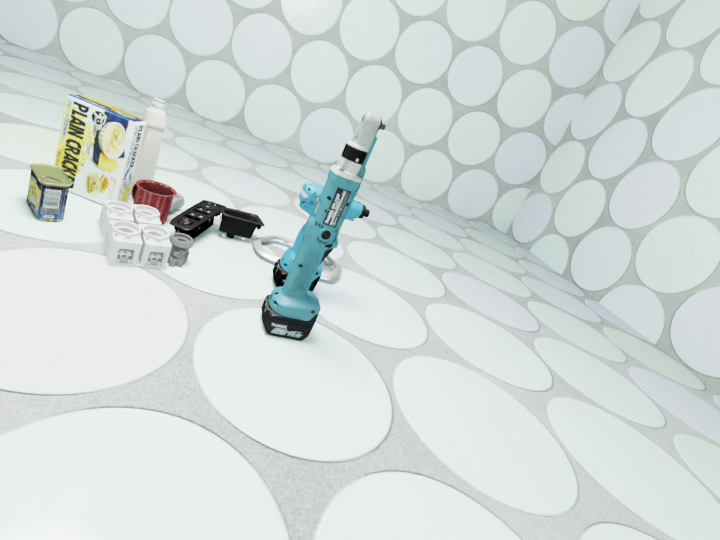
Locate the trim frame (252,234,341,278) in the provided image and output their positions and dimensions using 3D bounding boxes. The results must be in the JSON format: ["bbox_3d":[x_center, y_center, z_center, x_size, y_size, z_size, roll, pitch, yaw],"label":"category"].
[{"bbox_3d":[-0.167,-0.037,1.119,0.245,0.027,0.188,19,20,-10],"label":"trim frame"}]

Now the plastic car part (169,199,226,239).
[{"bbox_3d":[-0.397,-0.118,1.021,0.066,0.066,0.204,23,20,-4],"label":"plastic car part"}]

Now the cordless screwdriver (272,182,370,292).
[{"bbox_3d":[-0.092,-0.060,0.938,0.153,0.247,0.078,16,21,-22],"label":"cordless screwdriver"}]

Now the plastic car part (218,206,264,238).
[{"bbox_3d":[-0.319,-0.116,1.094,0.111,0.070,0.070,9,25,-36],"label":"plastic car part"}]

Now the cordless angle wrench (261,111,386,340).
[{"bbox_3d":[-0.065,-0.071,0.741,0.094,0.420,0.078,17,21,-23],"label":"cordless angle wrench"}]
